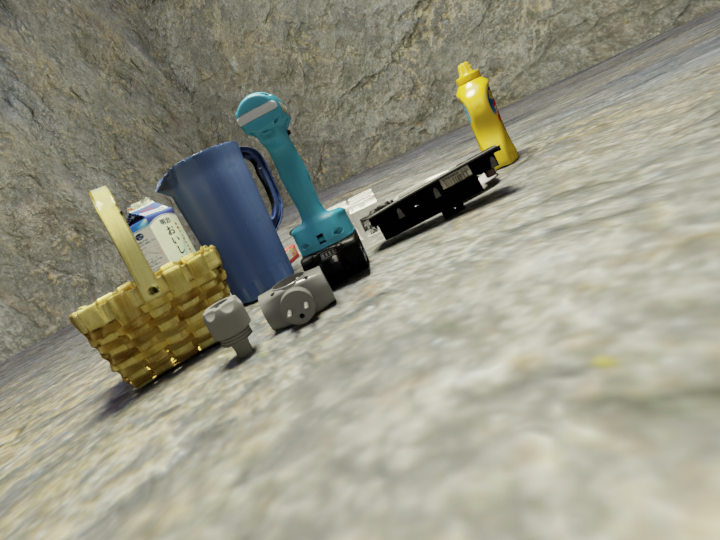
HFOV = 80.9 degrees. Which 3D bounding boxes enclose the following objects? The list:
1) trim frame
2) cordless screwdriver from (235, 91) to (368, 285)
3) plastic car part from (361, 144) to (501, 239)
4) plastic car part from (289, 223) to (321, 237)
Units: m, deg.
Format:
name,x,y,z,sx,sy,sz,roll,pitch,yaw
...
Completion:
name,x,y,z,sx,sy,sz,roll,pitch,yaw
trim frame,0.141,-0.143,0.741,0.186,0.027,0.251,-25,14,7
cordless screwdriver,-0.073,-0.107,0.556,0.075,0.245,0.161,-25,11,7
plastic car part,0.099,-0.100,0.587,0.205,0.066,0.067,-24,12,11
plastic car part,-0.065,-0.043,0.666,0.065,0.070,0.120,-29,13,-15
